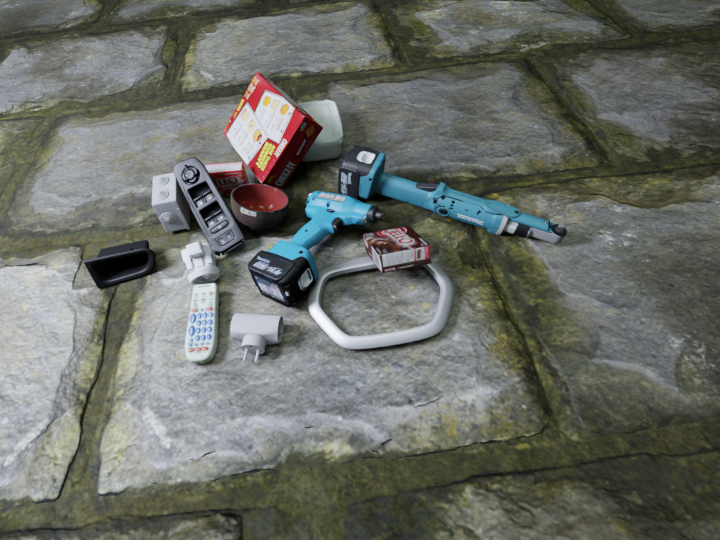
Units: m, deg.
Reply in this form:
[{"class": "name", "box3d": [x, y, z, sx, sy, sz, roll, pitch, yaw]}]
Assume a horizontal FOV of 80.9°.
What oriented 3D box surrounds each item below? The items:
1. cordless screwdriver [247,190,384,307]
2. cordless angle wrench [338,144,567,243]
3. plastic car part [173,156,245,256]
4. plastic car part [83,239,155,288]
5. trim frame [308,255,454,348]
[{"class": "cordless screwdriver", "box3d": [-0.074, -0.048, 0.755, 0.167, 0.071, 0.248, 13, 52, 29]}, {"class": "cordless angle wrench", "box3d": [0.164, -0.133, 0.808, 0.435, 0.095, 0.074, 21, 57, 15]}, {"class": "plastic car part", "box3d": [-0.292, -0.130, 0.827, 0.067, 0.066, 0.204, -31, 87, 9]}, {"class": "plastic car part", "box3d": [-0.445, -0.024, 0.798, 0.115, 0.063, 0.075, -18, 40, -13]}, {"class": "trim frame", "box3d": [0.034, 0.043, 0.718, 0.248, 0.026, 0.191, -11, 54, -1]}]
